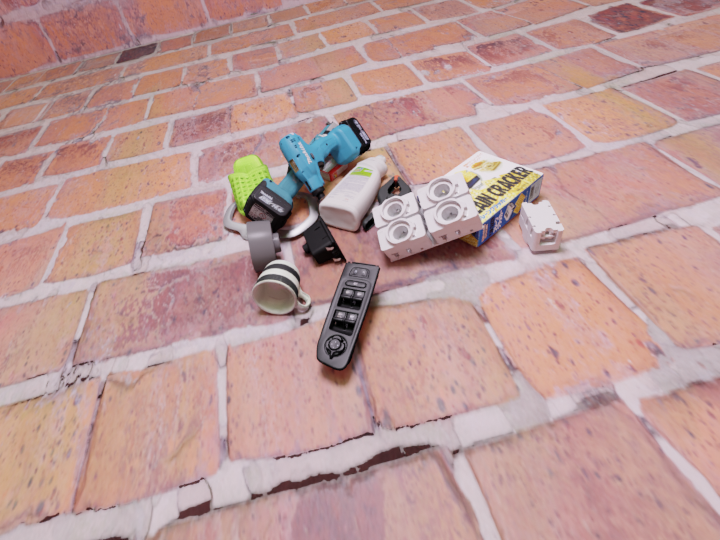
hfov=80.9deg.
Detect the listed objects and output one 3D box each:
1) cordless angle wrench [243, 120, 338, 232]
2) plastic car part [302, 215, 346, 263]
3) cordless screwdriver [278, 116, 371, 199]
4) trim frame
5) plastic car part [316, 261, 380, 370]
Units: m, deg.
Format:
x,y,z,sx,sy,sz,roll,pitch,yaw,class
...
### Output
x,y,z,sx,sy,sz,roll,pitch,yaw,class
-0.139,-0.260,1.047,0.097,0.075,0.424,33,49,-7,cordless angle wrench
-0.087,-0.057,0.894,0.071,0.062,0.123,-33,43,-1,plastic car part
-0.069,-0.271,1.013,0.243,0.159,0.076,-35,3,-43,cordless screwdriver
-0.217,-0.139,1.024,0.258,0.026,0.185,10,48,21,trim frame
-0.022,0.081,0.728,0.068,0.065,0.205,11,53,13,plastic car part
